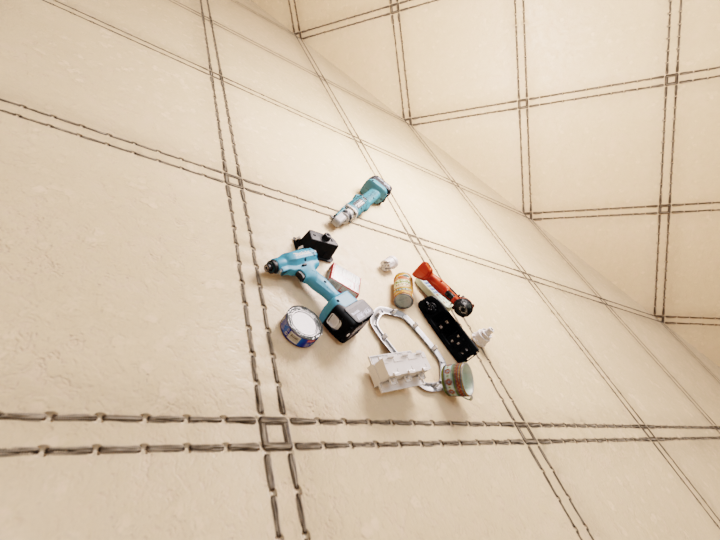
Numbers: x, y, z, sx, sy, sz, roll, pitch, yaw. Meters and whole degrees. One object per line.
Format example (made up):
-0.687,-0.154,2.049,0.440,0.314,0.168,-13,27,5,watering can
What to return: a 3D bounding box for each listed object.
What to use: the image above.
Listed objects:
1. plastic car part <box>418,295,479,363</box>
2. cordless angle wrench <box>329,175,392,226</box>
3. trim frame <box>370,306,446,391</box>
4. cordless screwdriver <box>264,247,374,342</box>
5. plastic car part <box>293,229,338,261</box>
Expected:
0.242,0.155,1.164,0.064,0.067,0.212,7,40,-55,plastic car part
-0.001,-0.226,1.435,0.099,0.074,0.418,38,33,1,cordless angle wrench
0.123,0.185,1.040,0.177,0.028,0.258,-12,57,-50,trim frame
-0.099,0.049,0.959,0.259,0.074,0.153,45,32,22,cordless screwdriver
-0.109,-0.071,1.112,0.111,0.071,0.069,13,40,-30,plastic car part
